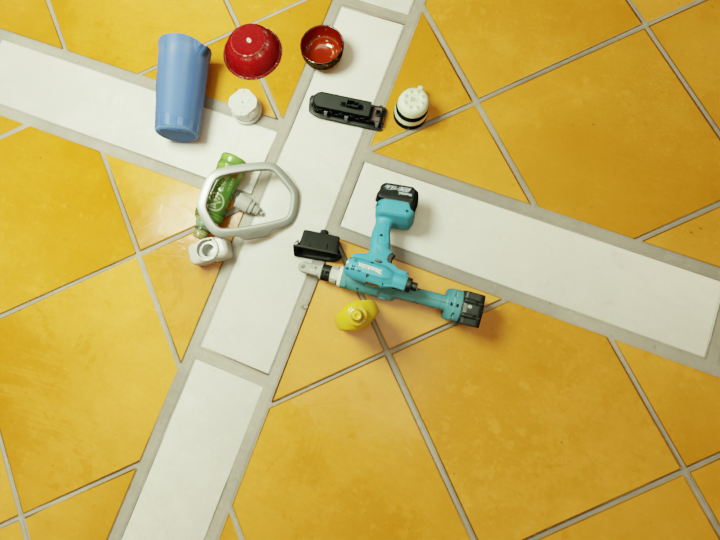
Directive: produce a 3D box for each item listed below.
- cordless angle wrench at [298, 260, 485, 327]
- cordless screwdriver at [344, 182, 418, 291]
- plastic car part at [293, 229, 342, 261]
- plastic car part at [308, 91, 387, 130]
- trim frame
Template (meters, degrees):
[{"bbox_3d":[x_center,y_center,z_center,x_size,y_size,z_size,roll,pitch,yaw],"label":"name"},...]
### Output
[{"bbox_3d":[0.058,0.040,0.975,0.431,0.096,0.074,14,86,10],"label":"cordless angle wrench"},{"bbox_3d":[0.078,-0.073,0.957,0.164,0.072,0.250,16,66,14],"label":"cordless screwdriver"},{"bbox_3d":[-0.100,-0.065,1.021,0.117,0.065,0.072,7,68,1],"label":"plastic car part"},{"bbox_3d":[-0.038,-0.410,1.071,0.206,0.066,0.066,14,90,9],"label":"plastic car part"},{"bbox_3d":[-0.269,-0.167,1.025,0.242,0.028,0.184,-13,92,-19],"label":"trim frame"}]
